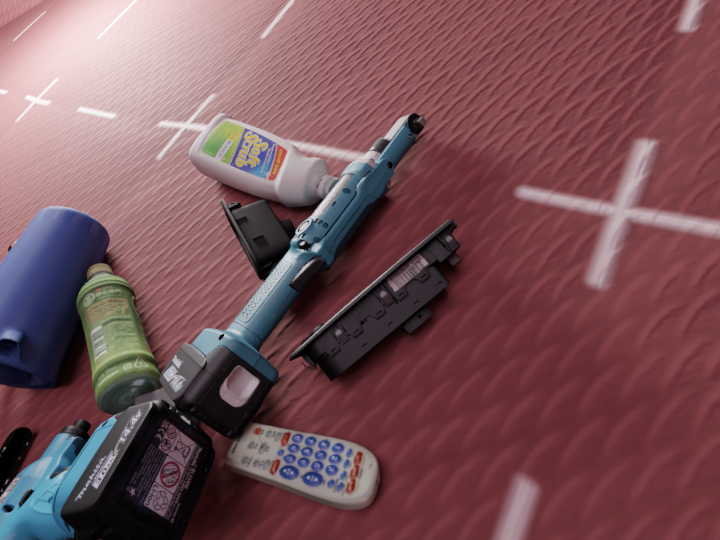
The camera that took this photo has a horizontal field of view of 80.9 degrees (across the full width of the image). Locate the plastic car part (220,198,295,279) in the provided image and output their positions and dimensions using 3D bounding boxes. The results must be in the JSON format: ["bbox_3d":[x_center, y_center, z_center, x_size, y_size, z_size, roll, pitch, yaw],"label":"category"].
[{"bbox_3d":[-0.120,-0.046,0.535,0.070,0.063,0.123,-30,54,-15],"label":"plastic car part"}]

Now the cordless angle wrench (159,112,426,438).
[{"bbox_3d":[-0.046,-0.030,0.473,0.102,0.071,0.422,4,54,56],"label":"cordless angle wrench"}]

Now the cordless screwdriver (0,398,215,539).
[{"bbox_3d":[-0.240,0.181,0.379,0.254,0.071,0.162,-27,29,23],"label":"cordless screwdriver"}]

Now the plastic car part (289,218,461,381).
[{"bbox_3d":[0.023,0.038,0.414,0.203,0.065,0.068,-36,84,-2],"label":"plastic car part"}]
